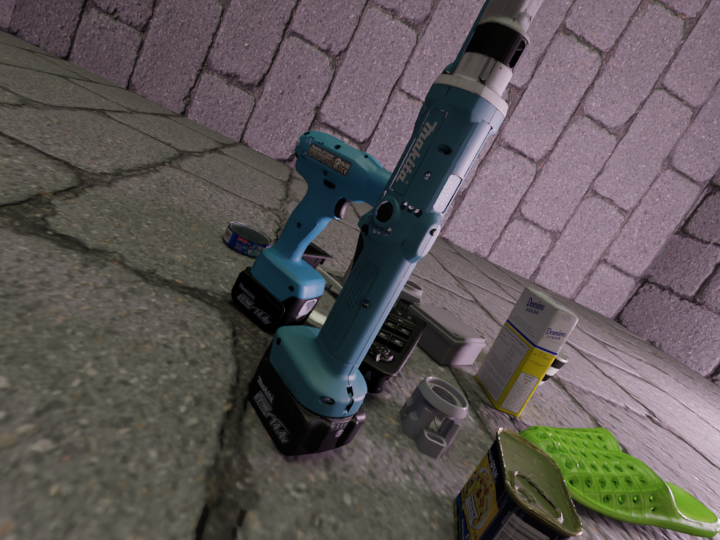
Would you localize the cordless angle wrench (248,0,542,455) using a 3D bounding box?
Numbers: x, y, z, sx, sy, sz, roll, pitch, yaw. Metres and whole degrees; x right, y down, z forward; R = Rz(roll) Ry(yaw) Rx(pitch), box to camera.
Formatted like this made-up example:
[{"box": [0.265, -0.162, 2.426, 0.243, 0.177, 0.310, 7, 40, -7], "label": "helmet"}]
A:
[{"box": [0.034, -0.041, 0.345, 0.070, 0.421, 0.104, 14, 19, -45], "label": "cordless angle wrench"}]

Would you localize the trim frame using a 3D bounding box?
[{"box": [-0.066, 0.039, 0.694, 0.174, 0.027, 0.263, 11, 21, -47], "label": "trim frame"}]

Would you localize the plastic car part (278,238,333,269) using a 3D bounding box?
[{"box": [-0.111, -0.014, 0.718, 0.069, 0.071, 0.112, 33, 15, 23], "label": "plastic car part"}]

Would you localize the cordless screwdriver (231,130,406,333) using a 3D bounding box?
[{"box": [-0.052, -0.034, 0.527, 0.166, 0.248, 0.071, 33, 14, 23], "label": "cordless screwdriver"}]

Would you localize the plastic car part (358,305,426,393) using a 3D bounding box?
[{"box": [0.032, 0.102, 0.559, 0.068, 0.067, 0.198, 30, 14, 11], "label": "plastic car part"}]
